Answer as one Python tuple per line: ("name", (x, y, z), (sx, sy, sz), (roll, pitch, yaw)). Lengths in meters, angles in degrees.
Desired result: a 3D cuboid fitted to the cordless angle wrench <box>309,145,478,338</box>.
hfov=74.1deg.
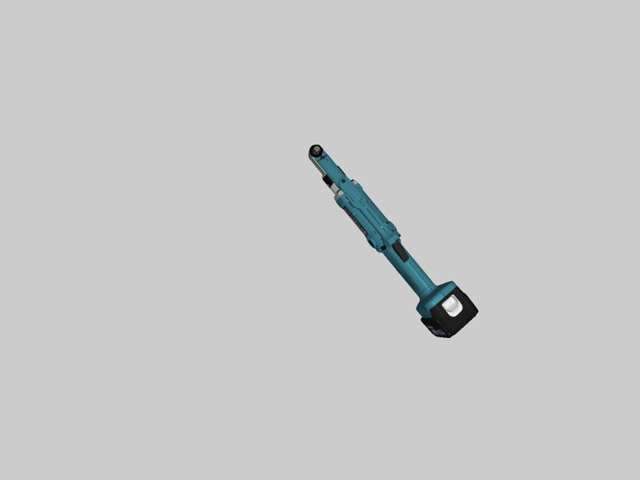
("cordless angle wrench", (0.115, -0.009, 0.785), (0.074, 0.423, 0.098), (-38, -5, -11))
